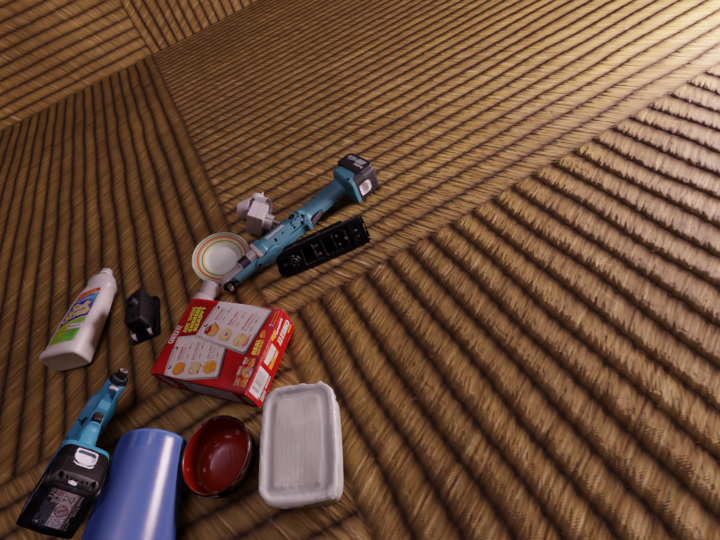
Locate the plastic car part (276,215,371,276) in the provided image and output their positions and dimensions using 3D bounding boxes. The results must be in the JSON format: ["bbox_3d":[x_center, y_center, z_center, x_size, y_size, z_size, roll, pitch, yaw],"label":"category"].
[{"bbox_3d":[-0.087,-0.057,0.887,0.202,0.063,0.070,-27,38,-2],"label":"plastic car part"}]

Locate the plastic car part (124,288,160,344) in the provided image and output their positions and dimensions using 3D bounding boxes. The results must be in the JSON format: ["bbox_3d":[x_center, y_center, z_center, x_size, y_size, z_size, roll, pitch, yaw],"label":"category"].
[{"bbox_3d":[-0.479,0.089,0.915,0.066,0.067,0.122,-23,50,-1],"label":"plastic car part"}]

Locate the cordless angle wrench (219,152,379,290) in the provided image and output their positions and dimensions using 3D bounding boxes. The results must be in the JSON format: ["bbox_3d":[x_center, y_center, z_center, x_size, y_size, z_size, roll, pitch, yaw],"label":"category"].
[{"bbox_3d":[-0.142,-0.102,0.945,0.420,0.070,0.104,-41,49,-11],"label":"cordless angle wrench"}]

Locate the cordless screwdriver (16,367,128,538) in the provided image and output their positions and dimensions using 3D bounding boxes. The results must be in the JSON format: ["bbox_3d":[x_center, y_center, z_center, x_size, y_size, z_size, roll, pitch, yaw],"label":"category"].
[{"bbox_3d":[-0.426,0.266,0.663,0.159,0.071,0.259,-59,25,-3],"label":"cordless screwdriver"}]
